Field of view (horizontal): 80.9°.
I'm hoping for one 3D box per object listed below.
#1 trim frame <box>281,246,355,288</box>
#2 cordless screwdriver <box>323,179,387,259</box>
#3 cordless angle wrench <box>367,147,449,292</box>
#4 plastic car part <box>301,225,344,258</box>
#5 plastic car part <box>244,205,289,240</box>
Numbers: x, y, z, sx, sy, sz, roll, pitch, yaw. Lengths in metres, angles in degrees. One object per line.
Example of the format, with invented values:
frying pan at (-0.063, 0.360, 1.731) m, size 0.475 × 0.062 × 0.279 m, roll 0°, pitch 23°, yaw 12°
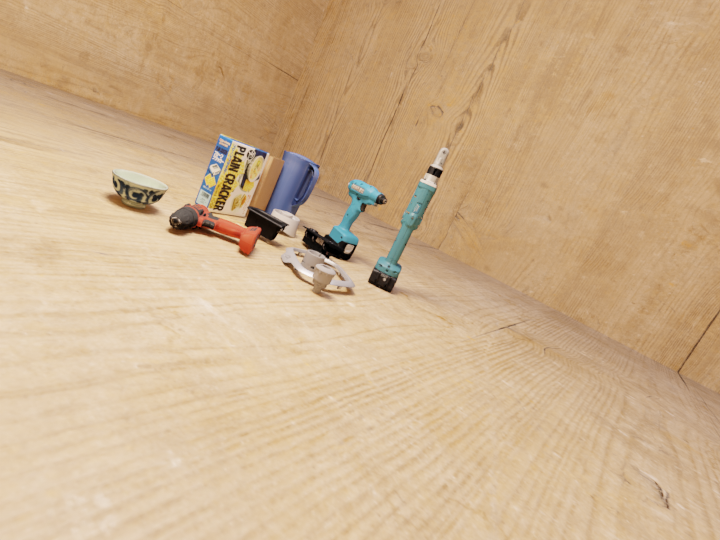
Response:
trim frame at (-0.110, -0.008, 1.066) m, size 0.178 × 0.027 × 0.258 m, roll 19°, pitch 13°, yaw -21°
cordless screwdriver at (-0.017, -0.150, 1.319) m, size 0.070 × 0.248 × 0.169 m, roll 14°, pitch 16°, yaw -43°
cordless angle wrench at (0.144, -0.144, 1.185) m, size 0.075 × 0.421 × 0.097 m, roll 26°, pitch 11°, yaw 5°
plastic car part at (-0.123, -0.080, 1.254) m, size 0.063 × 0.067 × 0.214 m, roll 17°, pitch 14°, yaw -32°
plastic car part at (-0.265, -0.121, 1.151) m, size 0.118 × 0.070 × 0.065 m, roll 26°, pitch 12°, yaw 7°
